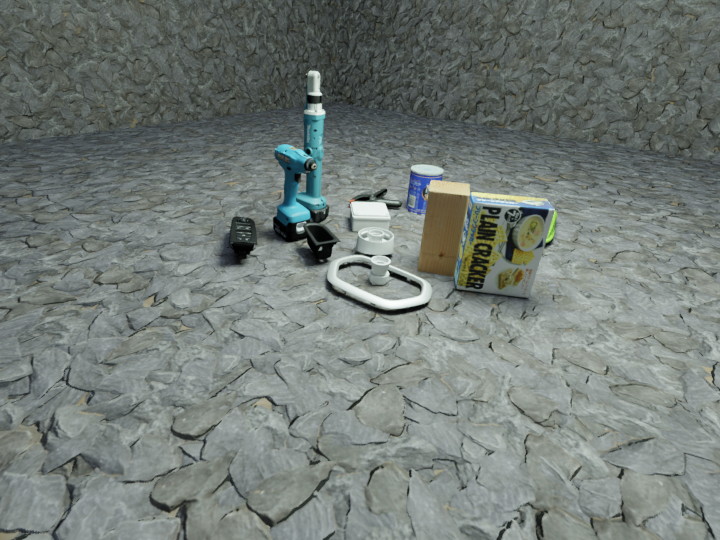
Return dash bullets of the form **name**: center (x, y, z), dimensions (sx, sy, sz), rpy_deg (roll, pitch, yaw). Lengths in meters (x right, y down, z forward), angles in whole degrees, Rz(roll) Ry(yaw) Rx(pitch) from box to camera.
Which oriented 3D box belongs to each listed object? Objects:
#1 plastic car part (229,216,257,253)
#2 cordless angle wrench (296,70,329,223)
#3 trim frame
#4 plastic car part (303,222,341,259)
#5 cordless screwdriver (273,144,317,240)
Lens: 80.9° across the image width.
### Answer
- **plastic car part**: center (-0.303, -0.088, 1.096), dimensions (0.065, 0.065, 0.212), rpy_deg (-4, 29, -14)
- **cordless angle wrench**: center (-0.137, -0.343, 1.211), dimensions (0.103, 0.413, 0.072), rpy_deg (19, 30, 26)
- **trim frame**: center (0.039, 0.022, 0.956), dimensions (0.261, 0.027, 0.179), rpy_deg (20, 33, 29)
- **plastic car part**: center (-0.104, -0.068, 1.068), dimensions (0.064, 0.069, 0.123), rpy_deg (-10, 31, -23)
- **cordless screwdriver**: center (-0.169, -0.198, 1.120), dimensions (0.072, 0.243, 0.169), rpy_deg (-16, 33, -35)
